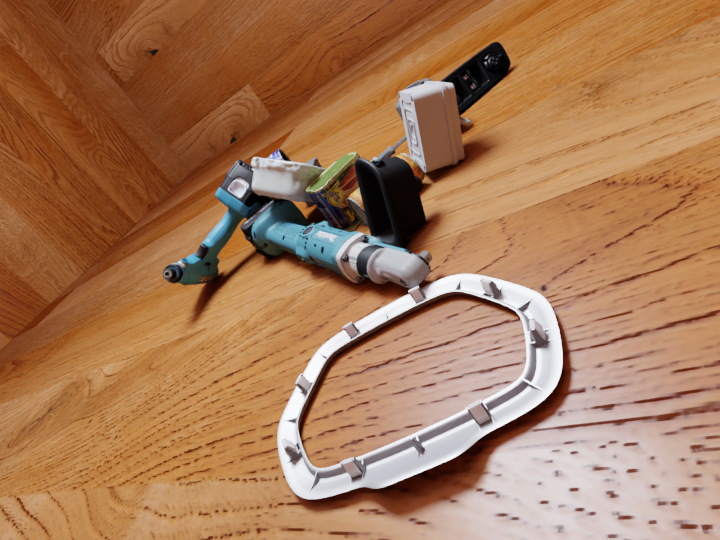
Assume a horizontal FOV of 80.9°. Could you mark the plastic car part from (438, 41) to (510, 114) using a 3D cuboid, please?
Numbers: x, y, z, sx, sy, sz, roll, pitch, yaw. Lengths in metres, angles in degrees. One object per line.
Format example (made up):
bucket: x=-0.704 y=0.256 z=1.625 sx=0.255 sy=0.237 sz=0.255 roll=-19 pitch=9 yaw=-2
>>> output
plastic car part: x=0.183 y=-0.326 z=0.762 sx=0.202 sy=0.067 sz=0.067 roll=-40 pitch=-1 yaw=-3

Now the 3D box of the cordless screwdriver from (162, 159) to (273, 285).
cordless screwdriver: x=-0.257 y=-0.079 z=0.768 sx=0.249 sy=0.075 sz=0.157 roll=-55 pitch=-4 yaw=5

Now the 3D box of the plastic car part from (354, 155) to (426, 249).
plastic car part: x=0.044 y=-0.088 z=0.512 sx=0.069 sy=0.114 sz=0.069 roll=-20 pitch=17 yaw=-24

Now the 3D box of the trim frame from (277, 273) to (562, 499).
trim frame: x=0.031 y=0.082 z=0.342 sx=0.252 sy=0.026 sz=0.190 roll=-29 pitch=29 yaw=14

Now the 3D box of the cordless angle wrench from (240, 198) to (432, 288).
cordless angle wrench: x=-0.058 y=-0.038 z=0.590 sx=0.097 sy=0.071 sz=0.444 roll=-45 pitch=30 yaw=-15
